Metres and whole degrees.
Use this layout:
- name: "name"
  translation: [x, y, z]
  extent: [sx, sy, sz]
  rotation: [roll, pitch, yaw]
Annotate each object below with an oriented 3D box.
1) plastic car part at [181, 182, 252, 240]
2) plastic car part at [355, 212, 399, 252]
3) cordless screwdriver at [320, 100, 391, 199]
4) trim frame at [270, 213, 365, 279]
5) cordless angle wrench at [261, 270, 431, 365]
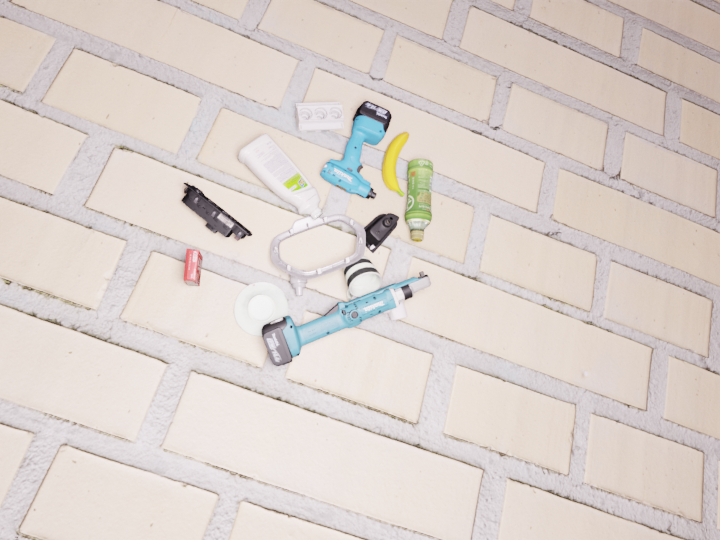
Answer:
- name: "plastic car part"
  translation: [-0.361, -0.137, 1.037]
  extent: [0.203, 0.066, 0.067]
  rotation: [43, 98, 0]
- name: "plastic car part"
  translation: [0.055, -0.111, 1.098]
  extent: [0.066, 0.071, 0.116]
  rotation: [45, 76, -2]
- name: "cordless screwdriver"
  translation: [0.013, -0.320, 1.142]
  extent: [0.158, 0.075, 0.249]
  rotation: [27, 77, -4]
- name: "trim frame"
  translation: [-0.103, -0.067, 1.049]
  extent: [0.245, 0.026, 0.193]
  rotation: [-22, 53, -13]
- name: "cordless angle wrench"
  translation: [-0.022, 0.100, 1.001]
  extent: [0.418, 0.075, 0.097]
  rotation: [-22, 94, -9]
